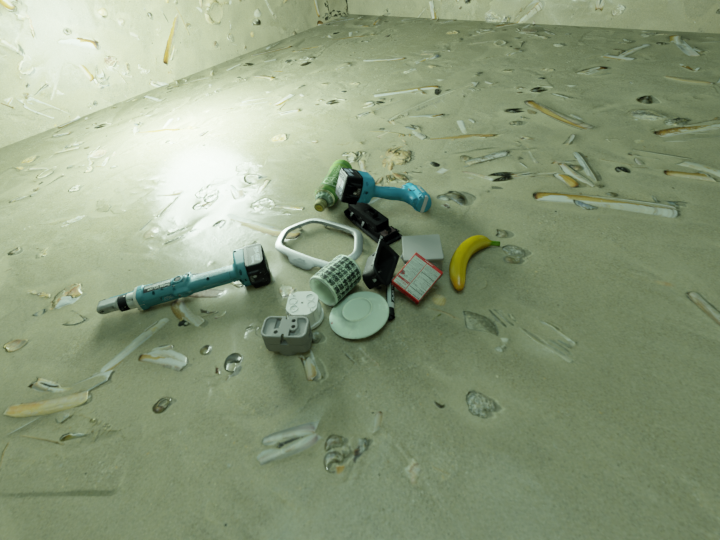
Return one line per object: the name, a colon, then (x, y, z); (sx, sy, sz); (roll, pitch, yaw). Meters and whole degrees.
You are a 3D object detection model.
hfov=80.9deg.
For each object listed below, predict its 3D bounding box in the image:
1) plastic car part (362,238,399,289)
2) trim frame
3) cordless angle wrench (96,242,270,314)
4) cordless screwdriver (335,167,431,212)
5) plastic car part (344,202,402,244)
plastic car part: (0.036, -0.004, 0.971); (0.072, 0.064, 0.117); (-34, 22, 41)
trim frame: (-0.108, -0.071, 1.106); (0.261, 0.026, 0.182); (19, 49, 28)
cordless angle wrench: (-0.434, 0.038, 1.030); (0.422, 0.071, 0.102); (-16, 41, -2)
cordless screwdriver: (0.058, -0.225, 1.160); (0.244, 0.073, 0.165); (8, 27, -12)
plastic car part: (0.021, -0.140, 1.131); (0.065, 0.064, 0.215); (-33, 43, -15)
